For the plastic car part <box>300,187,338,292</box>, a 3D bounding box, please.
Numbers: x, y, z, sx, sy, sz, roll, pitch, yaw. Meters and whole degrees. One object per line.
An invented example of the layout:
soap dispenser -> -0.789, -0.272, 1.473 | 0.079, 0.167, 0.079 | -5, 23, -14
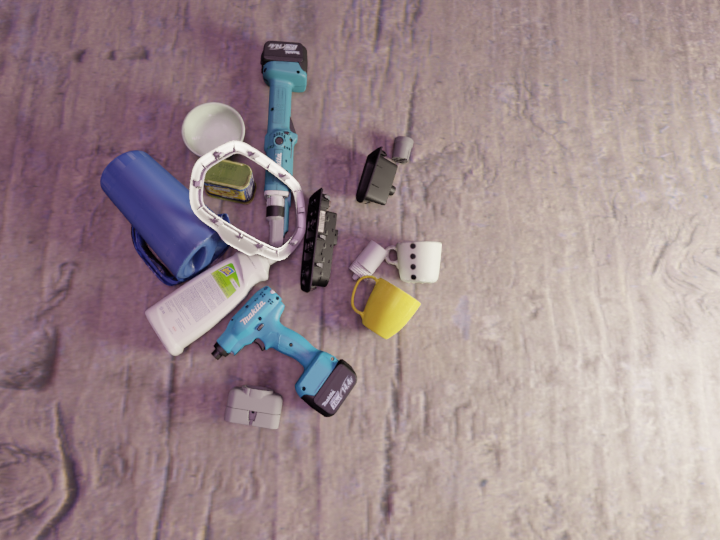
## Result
plastic car part -> -0.081, -0.053, 0.824 | 0.064, 0.069, 0.205 | 17, 74, -30

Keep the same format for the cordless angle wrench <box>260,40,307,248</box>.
cordless angle wrench -> -0.162, -0.253, 0.857 | 0.097, 0.074, 0.427 | 2, 80, -6

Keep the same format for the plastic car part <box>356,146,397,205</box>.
plastic car part -> 0.039, -0.181, 0.863 | 0.069, 0.067, 0.117 | 17, 80, -18

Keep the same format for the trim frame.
trim frame -> -0.188, -0.120, 0.756 | 0.235, 0.029, 0.185 | 34, 67, -38

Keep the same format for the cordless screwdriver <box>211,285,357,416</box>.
cordless screwdriver -> -0.137, 0.163, 0.763 | 0.253, 0.073, 0.158 | 41, 78, 9
